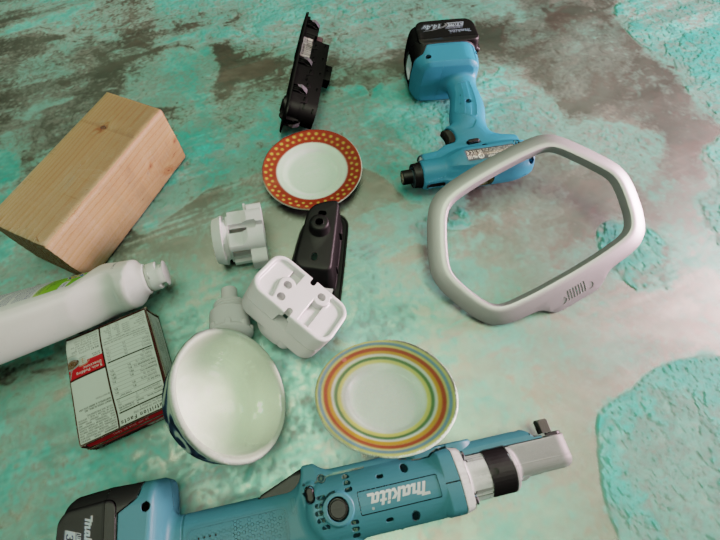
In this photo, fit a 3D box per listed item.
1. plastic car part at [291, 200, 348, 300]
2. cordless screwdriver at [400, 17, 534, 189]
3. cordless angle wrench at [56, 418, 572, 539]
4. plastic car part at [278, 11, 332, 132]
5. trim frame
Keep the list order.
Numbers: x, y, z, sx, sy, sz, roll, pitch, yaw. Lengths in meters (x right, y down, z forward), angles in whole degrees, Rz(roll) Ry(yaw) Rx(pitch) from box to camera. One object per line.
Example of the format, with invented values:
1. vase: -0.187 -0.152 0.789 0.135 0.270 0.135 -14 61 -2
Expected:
1. plastic car part: -0.046 -0.030 0.474 0.066 0.069 0.118 7 66 2
2. cordless screwdriver: 0.108 -0.218 0.564 0.159 0.072 0.256 -10 66 -3
3. cordless angle wrench: -0.022 0.198 0.357 0.420 0.072 0.101 -11 64 -5
4. plastic car part: -0.079 -0.277 0.614 0.065 0.067 0.206 20 60 -19
5. trim frame: 0.189 -0.047 0.469 0.247 0.027 0.188 -30 78 -5
